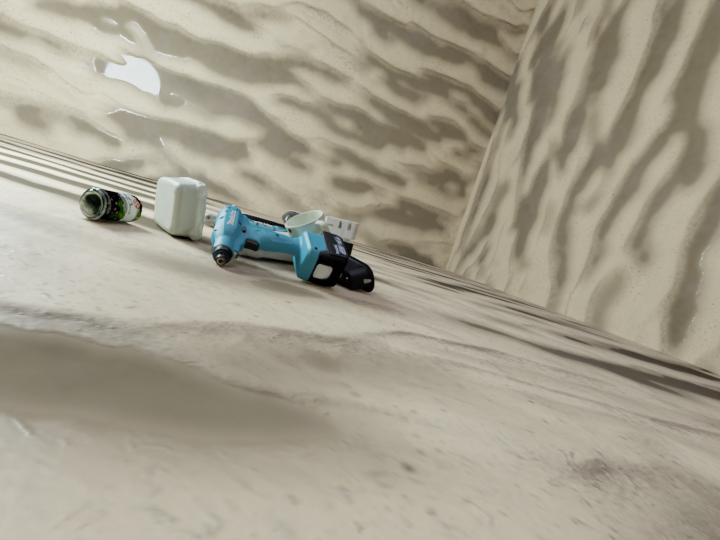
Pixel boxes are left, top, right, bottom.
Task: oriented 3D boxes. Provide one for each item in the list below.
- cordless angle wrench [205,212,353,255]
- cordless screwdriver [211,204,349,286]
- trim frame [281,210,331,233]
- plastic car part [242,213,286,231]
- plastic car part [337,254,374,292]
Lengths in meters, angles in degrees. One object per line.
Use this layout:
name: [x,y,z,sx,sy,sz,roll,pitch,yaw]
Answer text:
cordless angle wrench: [-0.235,-0.097,1.199,0.420,0.074,0.099,15,6,-4]
cordless screwdriver: [-0.147,-0.034,0.767,0.242,0.074,0.165,16,29,-17]
trim frame: [-0.103,-0.067,1.055,0.194,0.027,0.235,16,-27,40]
plastic car part: [-0.286,-0.119,1.269,0.199,0.066,0.068,17,-5,-11]
plastic car part: [-0.032,0.008,0.896,0.068,0.065,0.123,-6,23,-40]
